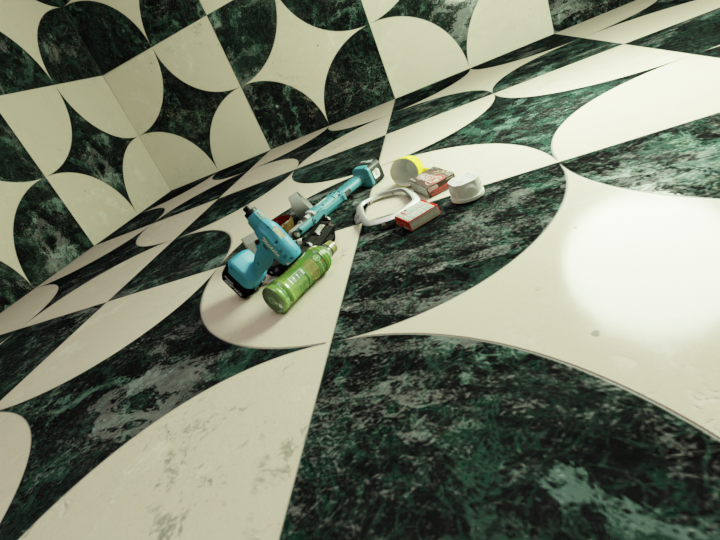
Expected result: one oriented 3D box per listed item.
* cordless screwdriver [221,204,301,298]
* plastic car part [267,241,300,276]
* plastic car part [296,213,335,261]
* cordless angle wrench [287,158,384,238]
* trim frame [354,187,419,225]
[{"bbox_3d":[-0.256,-0.042,1.000,0.253,0.158,0.073,-37,7,46],"label":"cordless screwdriver"},{"bbox_3d":[-0.205,-0.017,1.101,0.119,0.063,0.073,-20,39,19],"label":"plastic car part"},{"bbox_3d":[-0.109,-0.071,1.115,0.069,0.064,0.202,15,39,17],"label":"plastic car part"},{"bbox_3d":[-0.083,-0.228,1.366,0.103,0.071,0.418,6,42,48],"label":"cordless angle wrench"},{"bbox_3d":[0.067,-0.178,1.182,0.185,0.026,0.256,-23,26,3],"label":"trim frame"}]
